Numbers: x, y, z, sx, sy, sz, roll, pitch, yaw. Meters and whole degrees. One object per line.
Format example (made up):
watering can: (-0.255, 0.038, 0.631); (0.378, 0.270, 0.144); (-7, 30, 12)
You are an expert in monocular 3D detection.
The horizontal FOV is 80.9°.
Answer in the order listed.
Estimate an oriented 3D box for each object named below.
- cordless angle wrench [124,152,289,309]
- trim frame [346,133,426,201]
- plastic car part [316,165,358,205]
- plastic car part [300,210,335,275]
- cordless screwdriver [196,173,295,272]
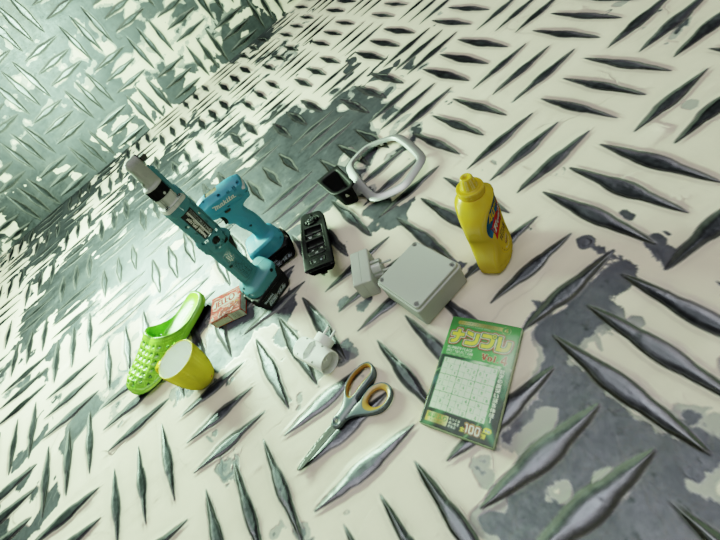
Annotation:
cordless angle wrench: (-0.297, -0.066, 0.839); (0.079, 0.400, 0.098); (19, 66, 43)
trim frame: (0.054, -0.251, 1.023); (0.185, 0.026, 0.261); (-35, 43, 5)
plastic car part: (-0.044, -0.191, 1.011); (0.066, 0.067, 0.123); (-39, 43, 0)
plastic car part: (-0.092, -0.060, 0.939); (0.067, 0.063, 0.212); (-28, 44, 12)
cordless screwdriver: (-0.269, -0.088, 0.959); (0.160, 0.235, 0.078); (-34, 42, 5)
